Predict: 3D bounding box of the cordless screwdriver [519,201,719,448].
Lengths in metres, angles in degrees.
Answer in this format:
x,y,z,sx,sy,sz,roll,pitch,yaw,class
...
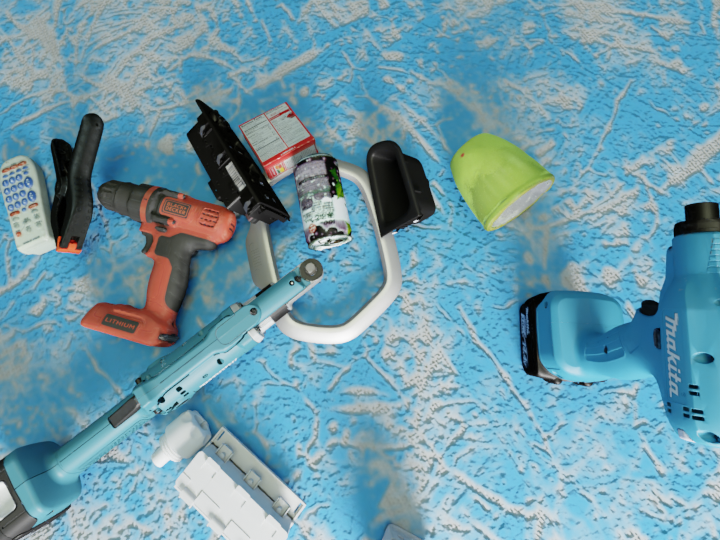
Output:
x,y,z,sx,sy,sz,roll,pitch,yaw,class
0.230,0.042,0.380,0.074,0.246,0.160,3,83,-2,cordless screwdriver

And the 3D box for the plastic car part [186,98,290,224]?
x,y,z,sx,sy,sz,roll,pitch,yaw,class
-0.164,-0.130,0.529,0.068,0.063,0.211,-40,65,21,plastic car part

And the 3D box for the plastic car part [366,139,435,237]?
x,y,z,sx,sy,sz,roll,pitch,yaw,class
0.056,-0.103,0.520,0.067,0.068,0.119,7,65,-37,plastic car part

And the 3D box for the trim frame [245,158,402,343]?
x,y,z,sx,sy,sz,roll,pitch,yaw,class
-0.052,-0.034,0.527,0.184,0.027,0.253,-15,78,-2,trim frame

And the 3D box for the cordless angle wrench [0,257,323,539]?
x,y,z,sx,sy,sz,roll,pitch,yaw,class
-0.209,0.123,0.459,0.421,0.096,0.076,-38,81,-8,cordless angle wrench
